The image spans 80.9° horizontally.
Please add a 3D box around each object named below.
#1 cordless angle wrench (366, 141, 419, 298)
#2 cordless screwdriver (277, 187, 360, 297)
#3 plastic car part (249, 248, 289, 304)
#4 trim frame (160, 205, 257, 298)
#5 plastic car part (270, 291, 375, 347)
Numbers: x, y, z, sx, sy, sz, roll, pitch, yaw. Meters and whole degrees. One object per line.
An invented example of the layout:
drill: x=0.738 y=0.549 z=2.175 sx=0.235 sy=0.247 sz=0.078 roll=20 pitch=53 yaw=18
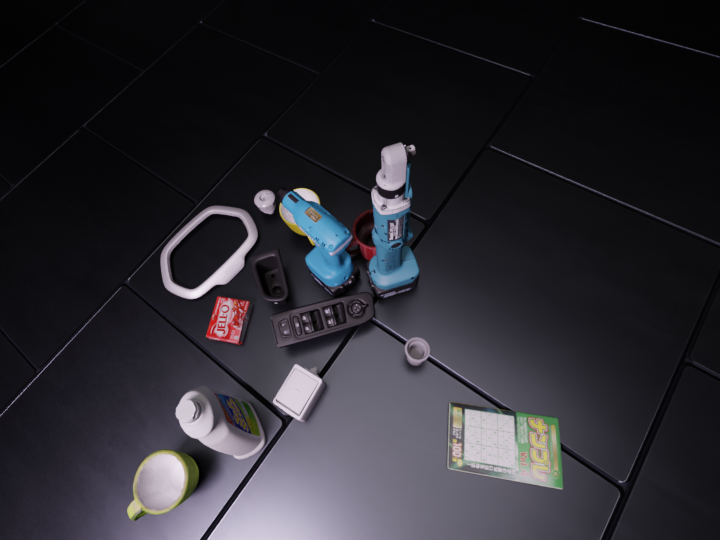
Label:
cordless angle wrench: x=0.052 y=-0.064 z=0.695 sx=0.098 sy=0.409 sz=0.077 roll=-16 pitch=66 yaw=-3
cordless screwdriver: x=-0.079 y=-0.051 z=0.804 sx=0.074 sy=0.240 sz=0.166 roll=-42 pitch=68 yaw=-13
plastic car part: x=-0.181 y=0.025 z=0.880 sx=0.066 sy=0.068 sz=0.121 roll=-20 pitch=64 yaw=-3
trim frame: x=-0.347 y=-0.047 z=0.965 sx=0.192 sy=0.026 sz=0.247 roll=37 pitch=75 yaw=23
plastic car part: x=-0.068 y=0.098 z=0.829 sx=0.203 sy=0.065 sz=0.069 roll=-17 pitch=65 yaw=0
